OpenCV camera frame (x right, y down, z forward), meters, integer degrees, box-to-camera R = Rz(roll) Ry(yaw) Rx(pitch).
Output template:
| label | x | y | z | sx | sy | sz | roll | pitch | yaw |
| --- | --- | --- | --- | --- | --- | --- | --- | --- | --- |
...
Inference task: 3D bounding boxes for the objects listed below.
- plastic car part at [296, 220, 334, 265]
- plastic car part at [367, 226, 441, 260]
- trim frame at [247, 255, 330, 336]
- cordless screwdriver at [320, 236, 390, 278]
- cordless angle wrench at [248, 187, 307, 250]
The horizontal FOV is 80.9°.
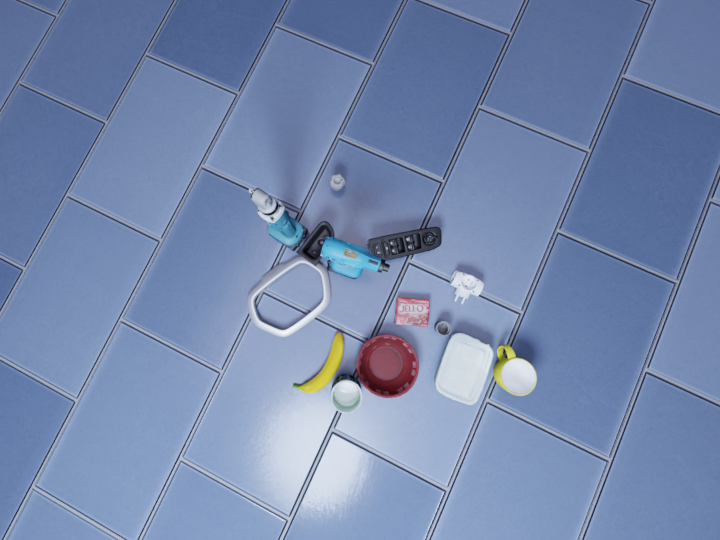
| label | x | y | z | sx | sy | sz | roll | pitch | yaw |
| --- | --- | --- | --- | --- | --- | --- | --- | --- | --- |
| plastic car part | -0.114 | -0.075 | 1.168 | 0.067 | 0.070 | 0.116 | 36 | 85 | 4 |
| plastic car part | 0.121 | -0.070 | 1.154 | 0.203 | 0.066 | 0.067 | -13 | 83 | 1 |
| trim frame | -0.197 | 0.070 | 1.173 | 0.248 | 0.027 | 0.187 | -38 | 81 | -2 |
| cordless screwdriver | -0.014 | -0.022 | 1.065 | 0.160 | 0.246 | 0.074 | 20 | 85 | 2 |
| cordless angle wrench | -0.196 | -0.123 | 1.004 | 0.099 | 0.419 | 0.074 | 34 | 85 | 1 |
